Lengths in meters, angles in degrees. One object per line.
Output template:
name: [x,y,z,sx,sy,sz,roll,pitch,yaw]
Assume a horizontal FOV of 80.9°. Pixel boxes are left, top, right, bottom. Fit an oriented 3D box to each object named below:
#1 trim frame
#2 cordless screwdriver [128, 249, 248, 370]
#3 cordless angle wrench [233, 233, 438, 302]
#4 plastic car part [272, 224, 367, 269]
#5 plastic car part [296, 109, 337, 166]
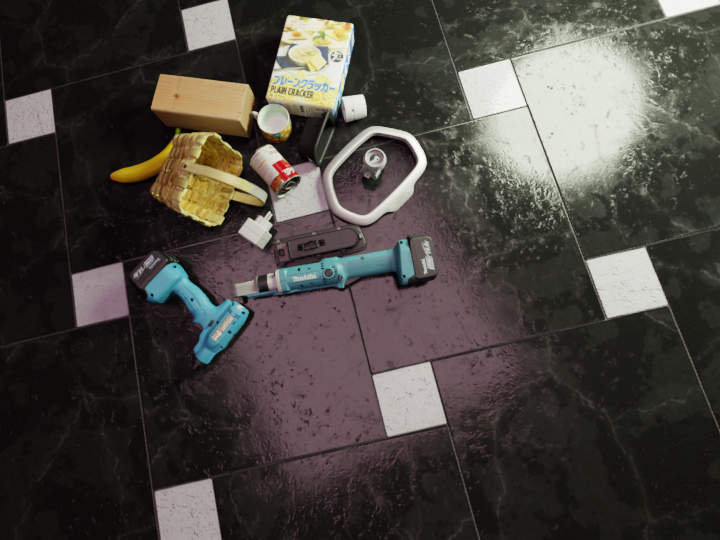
trim frame: [0.029,-0.212,0.935,0.188,0.027,0.248,43,83,12]
cordless screwdriver: [-0.376,0.080,0.891,0.252,0.073,0.159,36,84,6]
cordless angle wrench: [-0.062,0.006,0.879,0.427,0.073,0.098,-10,88,6]
plastic car part: [-0.088,-0.057,0.898,0.203,0.066,0.067,-11,78,-1]
plastic car part: [-0.107,-0.299,0.952,0.074,0.063,0.117,21,85,21]
